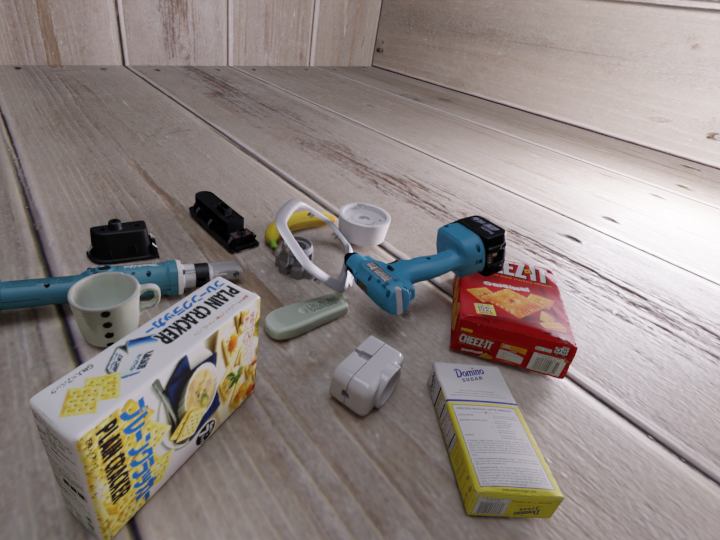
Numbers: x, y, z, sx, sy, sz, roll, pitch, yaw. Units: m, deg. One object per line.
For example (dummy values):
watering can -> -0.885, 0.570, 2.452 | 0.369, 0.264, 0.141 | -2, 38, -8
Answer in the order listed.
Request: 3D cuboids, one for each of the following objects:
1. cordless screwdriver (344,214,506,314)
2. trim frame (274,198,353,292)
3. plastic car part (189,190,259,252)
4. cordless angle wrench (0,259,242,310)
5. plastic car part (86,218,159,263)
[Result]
cordless screwdriver -> 0.104, -0.022, 0.705 | 0.244, 0.072, 0.168 | -21, 34, -18
trim frame -> -0.073, -0.048, 0.747 | 0.181, 0.028, 0.252 | 42, 18, -12
plastic car part -> -0.290, -0.110, 0.864 | 0.064, 0.065, 0.215 | -27, 44, -34
cordless angle wrench -> -0.386, 0.020, 0.637 | 0.408, 0.073, 0.103 | -6, 26, -26
plastic car part -> -0.422, -0.057, 0.746 | 0.112, 0.069, 0.070 | -8, 35, -28
